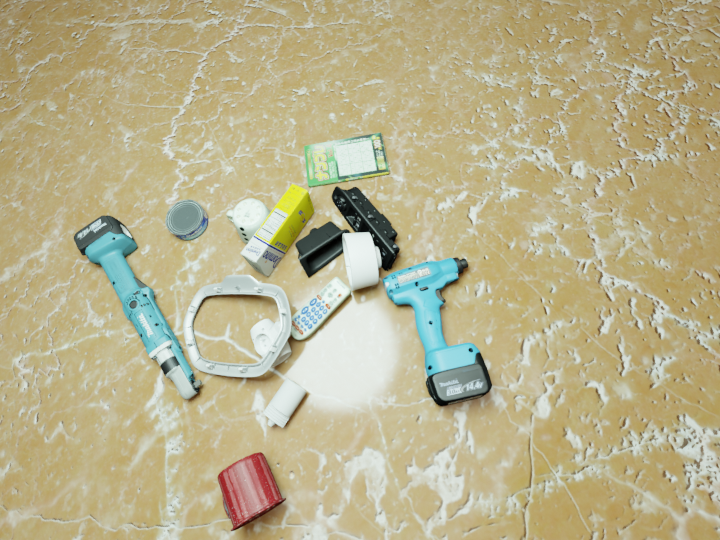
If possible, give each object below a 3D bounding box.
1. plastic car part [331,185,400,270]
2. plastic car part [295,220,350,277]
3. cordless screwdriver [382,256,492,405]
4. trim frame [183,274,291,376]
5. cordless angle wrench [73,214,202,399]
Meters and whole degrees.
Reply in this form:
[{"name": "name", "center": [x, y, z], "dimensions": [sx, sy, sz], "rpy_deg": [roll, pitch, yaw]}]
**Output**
[{"name": "plastic car part", "center": [0.015, -0.100, 0.845], "dimensions": [0.066, 0.064, 0.211], "rpy_deg": [-34, 67, -18]}, {"name": "plastic car part", "center": [-0.083, -0.054, 0.847], "dimensions": [0.116, 0.063, 0.075], "rpy_deg": [-38, 56, -12]}, {"name": "cordless screwdriver", "center": [0.153, 0.096, 0.740], "dimensions": [0.159, 0.071, 0.258], "rpy_deg": [-19, 63, 0]}, {"name": "trim frame", "center": [-0.238, 0.100, 0.787], "dimensions": [0.258, 0.026, 0.187], "rpy_deg": [-2, 72, 27]}, {"name": "cordless angle wrench", "center": [-0.437, 0.071, 0.842], "dimensions": [0.097, 0.072, 0.438], "rpy_deg": [-37, 70, -7]}]
